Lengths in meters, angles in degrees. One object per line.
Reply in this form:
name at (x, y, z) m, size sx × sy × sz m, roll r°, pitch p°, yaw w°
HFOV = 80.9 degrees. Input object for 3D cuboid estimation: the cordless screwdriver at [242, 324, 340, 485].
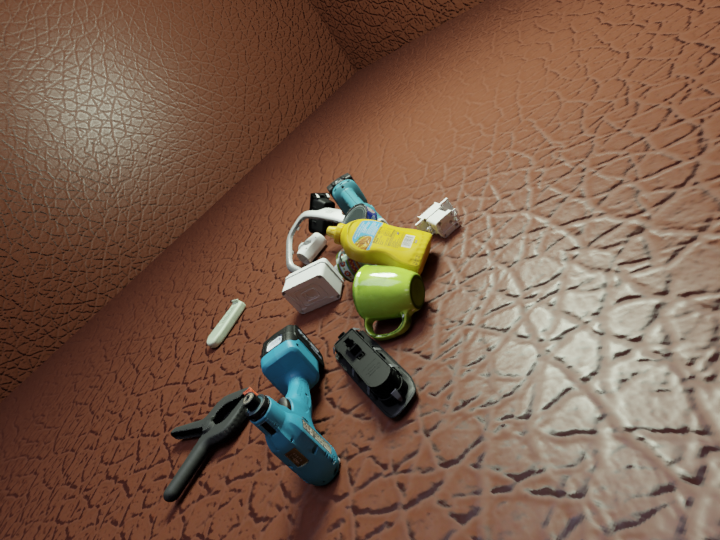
cordless screwdriver at (-0.110, 0.168, 0.620) m, size 0.075 × 0.153 × 0.257 m, roll -37°, pitch 24°, yaw 5°

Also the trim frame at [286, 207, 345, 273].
trim frame at (-0.099, -0.065, 1.009) m, size 0.262 × 0.026 × 0.184 m, roll 15°, pitch 85°, yaw 47°

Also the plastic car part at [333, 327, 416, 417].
plastic car part at (0.011, 0.134, 0.627) m, size 0.066 × 0.064 × 0.213 m, roll -36°, pitch 28°, yaw -11°

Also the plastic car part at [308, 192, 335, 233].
plastic car part at (-0.101, -0.154, 1.175) m, size 0.063 × 0.115 × 0.075 m, roll -6°, pitch 19°, yaw -38°

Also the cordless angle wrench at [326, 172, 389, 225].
cordless angle wrench at (0.011, -0.129, 0.996) m, size 0.074 × 0.093 × 0.441 m, roll -35°, pitch 30°, yaw 2°
